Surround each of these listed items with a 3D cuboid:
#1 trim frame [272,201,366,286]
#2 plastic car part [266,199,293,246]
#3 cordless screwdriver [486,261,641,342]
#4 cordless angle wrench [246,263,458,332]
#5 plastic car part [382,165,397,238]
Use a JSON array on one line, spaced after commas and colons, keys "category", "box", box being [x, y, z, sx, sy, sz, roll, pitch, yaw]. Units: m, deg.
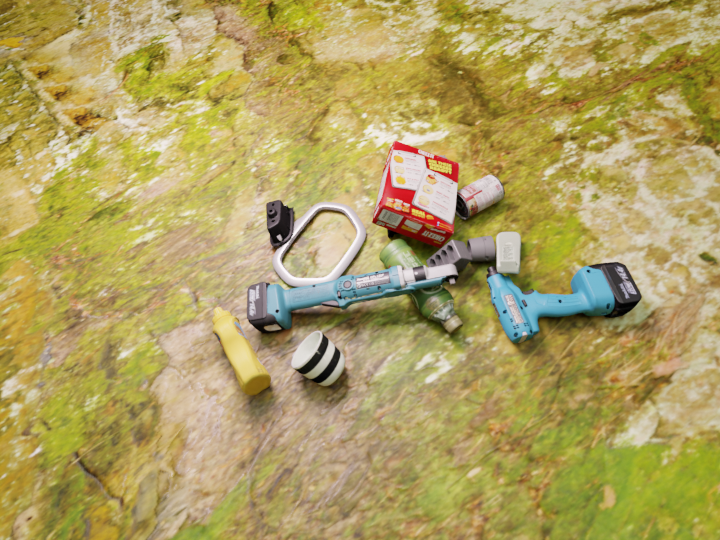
[{"category": "trim frame", "box": [-0.097, -0.064, 0.995, 0.191, 0.026, 0.248, 26, 68, 20]}, {"category": "plastic car part", "box": [-0.200, -0.123, 1.006, 0.067, 0.067, 0.121, -15, 47, 9]}, {"category": "cordless screwdriver", "box": [0.388, 0.039, 0.837, 0.250, 0.071, 0.165, -14, 59, 4]}, {"category": "cordless angle wrench", "box": [-0.022, 0.041, 0.855, 0.430, 0.071, 0.101, -12, 60, 12]}, {"category": "plastic car part", "box": [0.087, -0.178, 1.012, 0.067, 0.064, 0.210, -5, 59, -5]}]
